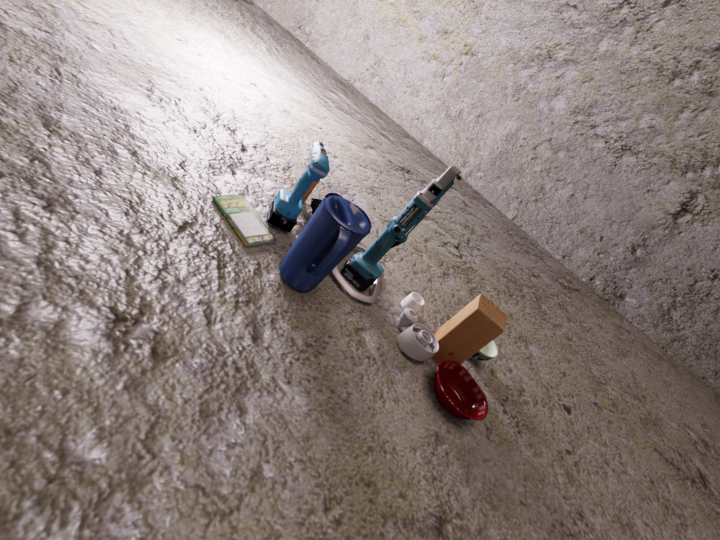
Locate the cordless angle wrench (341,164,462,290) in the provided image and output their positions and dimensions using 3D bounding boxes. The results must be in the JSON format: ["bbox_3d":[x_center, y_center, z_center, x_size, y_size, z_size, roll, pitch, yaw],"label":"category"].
[{"bbox_3d":[0.105,-0.112,1.117,0.099,0.425,0.073,45,31,5],"label":"cordless angle wrench"}]

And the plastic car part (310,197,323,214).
[{"bbox_3d":[-0.087,-0.178,1.352,0.193,0.067,0.069,-2,50,-47],"label":"plastic car part"}]

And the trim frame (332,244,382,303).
[{"bbox_3d":[-0.007,0.000,1.241,0.181,0.028,0.252,32,32,-11],"label":"trim frame"}]

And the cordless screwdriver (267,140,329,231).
[{"bbox_3d":[-0.168,-0.236,1.167,0.071,0.250,0.165,25,35,-26],"label":"cordless screwdriver"}]
